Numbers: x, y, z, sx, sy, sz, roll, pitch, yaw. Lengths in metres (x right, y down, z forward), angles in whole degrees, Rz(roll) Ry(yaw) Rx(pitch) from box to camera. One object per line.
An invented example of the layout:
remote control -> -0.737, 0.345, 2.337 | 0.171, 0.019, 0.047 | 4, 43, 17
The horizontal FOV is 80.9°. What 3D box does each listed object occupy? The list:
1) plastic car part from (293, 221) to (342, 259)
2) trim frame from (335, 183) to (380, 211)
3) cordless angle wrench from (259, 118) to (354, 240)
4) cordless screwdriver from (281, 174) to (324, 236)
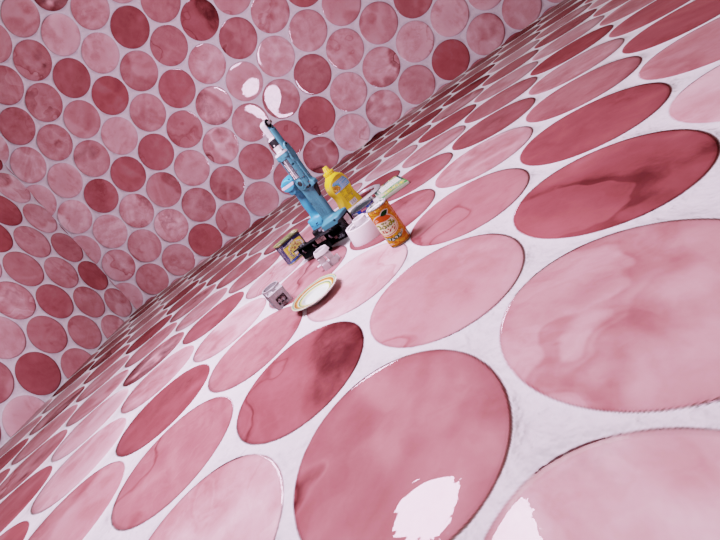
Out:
plastic car part -> -0.127, -0.083, 1.300 | 0.210, 0.065, 0.066 | -19, 23, 43
trim frame -> -0.024, -0.247, 1.565 | 0.246, 0.027, 0.191 | -42, 19, -15
cordless angle wrench -> -0.170, -0.274, 1.287 | 0.101, 0.413, 0.074 | -25, 17, 39
cordless screwdriver -> -0.168, -0.229, 1.444 | 0.076, 0.243, 0.160 | -31, 16, 21
